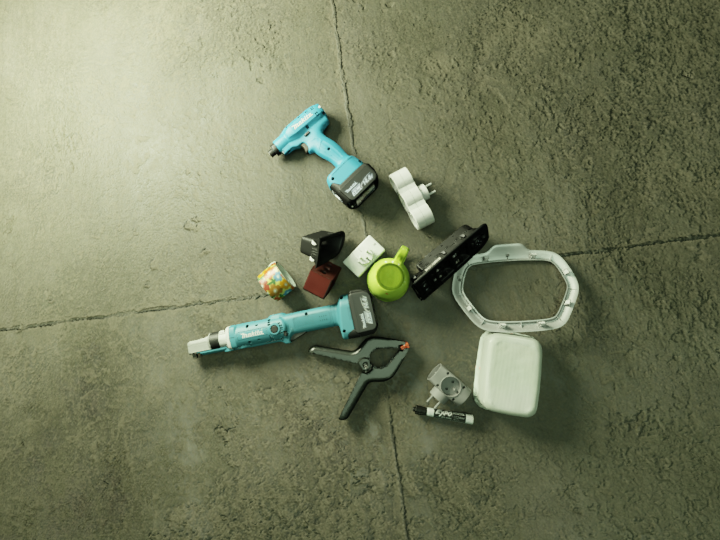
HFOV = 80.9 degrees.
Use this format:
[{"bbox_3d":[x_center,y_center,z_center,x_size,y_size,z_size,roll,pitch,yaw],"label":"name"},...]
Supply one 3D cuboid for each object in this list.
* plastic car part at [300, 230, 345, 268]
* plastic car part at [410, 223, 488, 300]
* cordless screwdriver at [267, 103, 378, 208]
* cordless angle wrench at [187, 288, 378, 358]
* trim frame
[{"bbox_3d":[-0.090,-0.059,0.916,0.074,0.114,0.065,17,113,20],"label":"plastic car part"},{"bbox_3d":[0.183,-0.028,0.890,0.203,0.063,0.070,-38,36,0],"label":"plastic car part"},{"bbox_3d":[-0.085,-0.242,0.950,0.159,0.072,0.255,-40,77,1],"label":"cordless screwdriver"},{"bbox_3d":[-0.178,0.127,0.917,0.427,0.073,0.099,-12,83,8],"label":"cordless angle wrench"},{"bbox_3d":[0.318,0.034,0.872,0.252,0.026,0.188,-4,69,8],"label":"trim frame"}]
